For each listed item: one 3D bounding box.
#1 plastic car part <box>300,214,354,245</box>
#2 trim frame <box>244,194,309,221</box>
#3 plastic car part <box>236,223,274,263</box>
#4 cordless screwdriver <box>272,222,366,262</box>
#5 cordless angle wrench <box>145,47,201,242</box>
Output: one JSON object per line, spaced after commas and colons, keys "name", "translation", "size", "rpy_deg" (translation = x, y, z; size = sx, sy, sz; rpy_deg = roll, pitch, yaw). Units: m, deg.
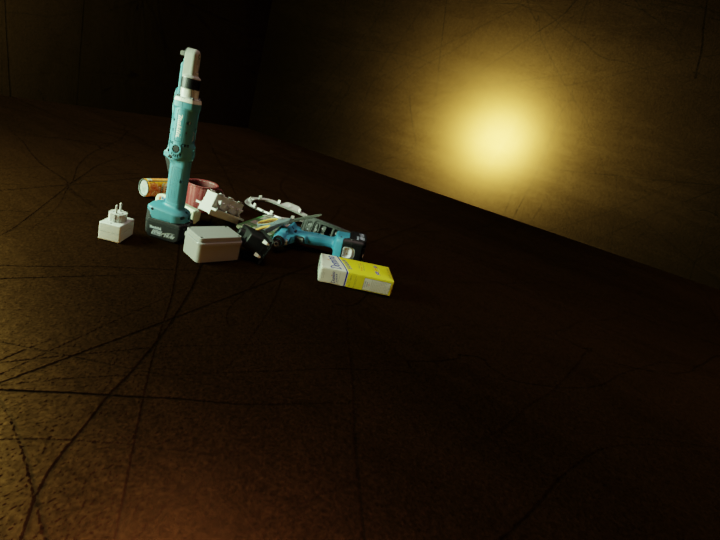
{"name": "plastic car part", "translation": [-0.078, -0.098, 1.254], "size": [0.211, 0.066, 0.064], "rpy_deg": [21, -6, 20]}
{"name": "trim frame", "translation": [-0.285, -0.215, 1.457], "size": [0.261, 0.027, 0.177], "rpy_deg": [23, 21, 27]}
{"name": "plastic car part", "translation": [-0.264, -0.077, 1.020], "size": [0.067, 0.066, 0.123], "rpy_deg": [32, 6, -35]}
{"name": "cordless screwdriver", "translation": [-0.112, -0.073, 1.140], "size": [0.252, 0.073, 0.160], "rpy_deg": [13, 20, 5]}
{"name": "cordless angle wrench", "translation": [-0.405, -0.274, 0.952], "size": [0.098, 0.418, 0.075], "rpy_deg": [17, 18, 2]}
